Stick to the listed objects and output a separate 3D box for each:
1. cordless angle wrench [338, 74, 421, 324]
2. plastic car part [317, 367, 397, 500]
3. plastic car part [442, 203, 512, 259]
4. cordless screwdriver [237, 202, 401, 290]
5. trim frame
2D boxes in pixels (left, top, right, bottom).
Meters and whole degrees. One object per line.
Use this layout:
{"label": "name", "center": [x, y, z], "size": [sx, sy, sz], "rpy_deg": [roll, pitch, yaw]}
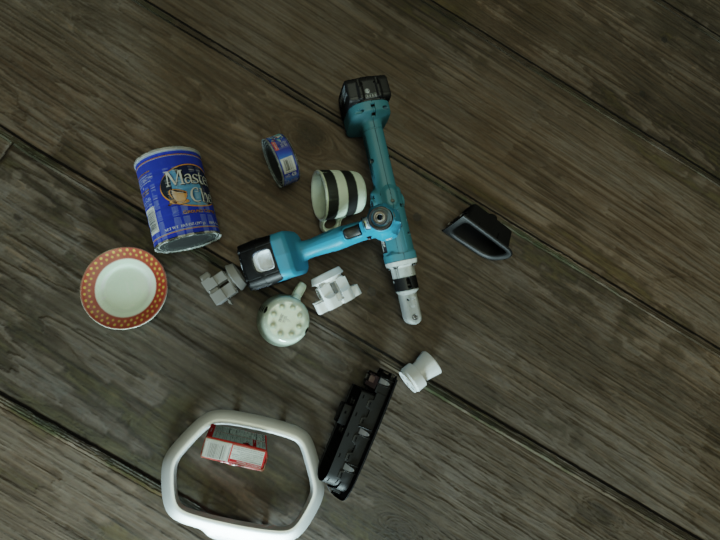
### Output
{"label": "cordless angle wrench", "center": [0.045, -0.117, 0.725], "size": [0.073, 0.098, 0.426], "rpy_deg": [-11, 85, -10]}
{"label": "plastic car part", "center": [-0.011, 0.246, 0.650], "size": [0.064, 0.069, 0.204], "rpy_deg": [25, 79, -26]}
{"label": "plastic car part", "center": [0.221, -0.075, 0.761], "size": [0.115, 0.066, 0.071], "rpy_deg": [31, 63, -7]}
{"label": "cordless screwdriver", "center": [-0.061, -0.040, 0.627], "size": [0.252, 0.157, 0.075], "rpy_deg": [-18, 89, 9]}
{"label": "trim frame", "center": [-0.176, 0.315, 0.642], "size": [0.245, 0.028, 0.186], "rpy_deg": [14, 77, -8]}
